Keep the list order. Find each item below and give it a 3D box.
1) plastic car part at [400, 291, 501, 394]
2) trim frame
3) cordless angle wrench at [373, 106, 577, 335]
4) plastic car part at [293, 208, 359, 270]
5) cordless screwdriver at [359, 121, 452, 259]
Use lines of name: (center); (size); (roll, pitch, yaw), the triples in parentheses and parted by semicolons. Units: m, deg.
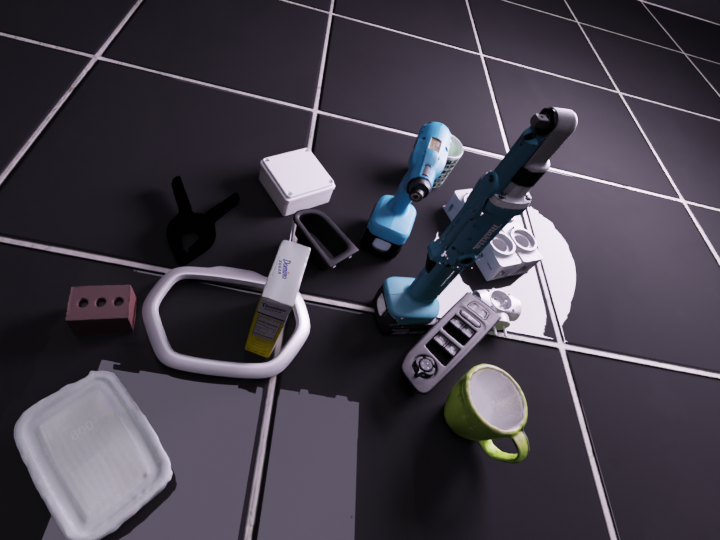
plastic car part: (0.132, 0.118, 0.666); (0.068, 0.066, 0.199); (44, 56, 14)
trim frame: (-0.197, 0.069, 0.636); (0.244, 0.027, 0.190); (7, 54, -10)
cordless angle wrench: (0.128, -0.033, 0.552); (0.095, 0.419, 0.077); (3, 57, -18)
plastic car part: (-0.071, -0.046, 0.726); (0.064, 0.070, 0.121); (-30, 68, -32)
cordless screwdriver: (0.068, -0.106, 0.696); (0.074, 0.246, 0.161); (24, 53, -3)
